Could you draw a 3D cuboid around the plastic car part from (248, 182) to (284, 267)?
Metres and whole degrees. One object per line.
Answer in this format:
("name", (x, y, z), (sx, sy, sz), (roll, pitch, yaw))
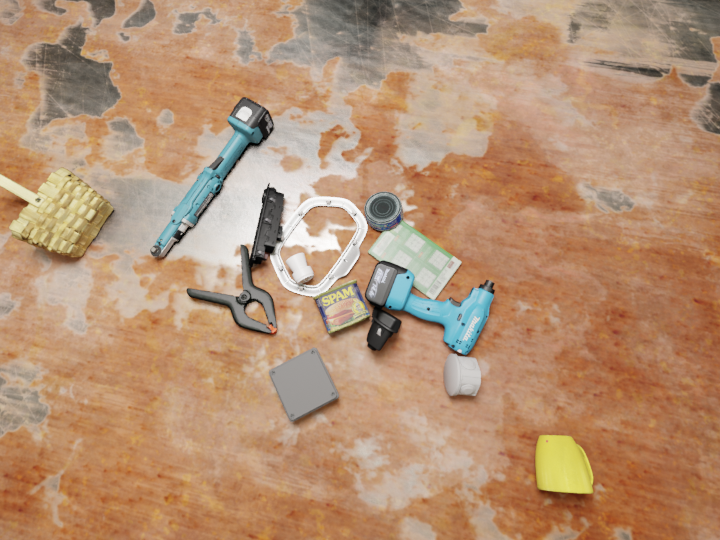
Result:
("plastic car part", (-0.206, -0.106, 0.948), (0.066, 0.066, 0.207), (6, 65, -10))

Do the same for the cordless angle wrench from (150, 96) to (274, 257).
("cordless angle wrench", (-0.354, -0.208, 0.988), (0.076, 0.096, 0.423), (31, 83, 7))

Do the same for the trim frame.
("trim frame", (-0.094, -0.061, 0.957), (0.188, 0.027, 0.248), (33, 77, 10))

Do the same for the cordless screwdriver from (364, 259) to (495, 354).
("cordless screwdriver", (0.142, 0.049, 0.877), (0.252, 0.073, 0.159), (26, 89, 7))

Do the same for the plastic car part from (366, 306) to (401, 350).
("plastic car part", (0.039, 0.126, 0.859), (0.067, 0.115, 0.071), (27, 102, 6))
